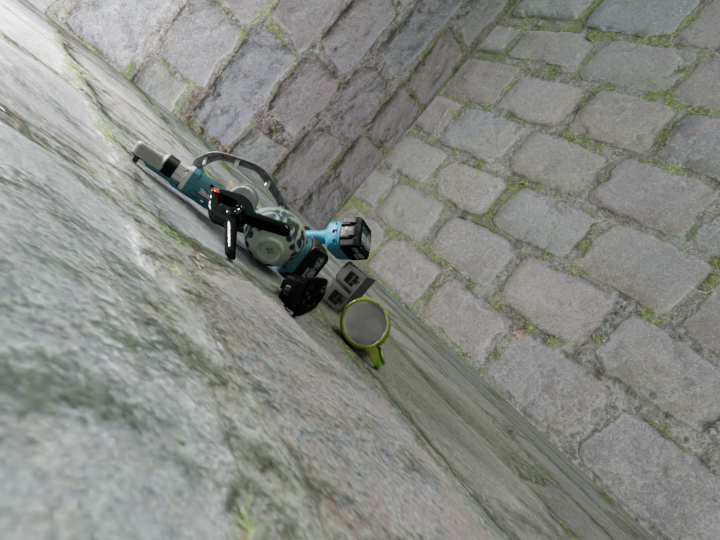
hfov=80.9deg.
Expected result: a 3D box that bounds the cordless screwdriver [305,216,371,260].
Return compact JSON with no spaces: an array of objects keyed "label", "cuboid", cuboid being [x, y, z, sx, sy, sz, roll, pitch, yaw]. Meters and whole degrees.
[{"label":"cordless screwdriver","cuboid":[-0.099,-0.065,1.012,0.257,0.075,0.152,2,-22,20]}]

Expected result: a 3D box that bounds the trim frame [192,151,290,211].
[{"label":"trim frame","cuboid":[-0.246,-0.153,0.879,0.191,0.028,0.236,5,-30,21]}]

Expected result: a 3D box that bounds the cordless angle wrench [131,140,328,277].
[{"label":"cordless angle wrench","cuboid":[-0.251,-0.118,0.835,0.407,0.098,0.077,35,9,-20]}]

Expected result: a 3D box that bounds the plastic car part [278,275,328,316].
[{"label":"plastic car part","cuboid":[-0.101,0.037,0.746,0.069,0.066,0.198,15,0,10]}]

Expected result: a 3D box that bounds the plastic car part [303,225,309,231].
[{"label":"plastic car part","cuboid":[-0.191,-0.109,1.208,0.115,0.070,0.067,19,19,-9]}]
